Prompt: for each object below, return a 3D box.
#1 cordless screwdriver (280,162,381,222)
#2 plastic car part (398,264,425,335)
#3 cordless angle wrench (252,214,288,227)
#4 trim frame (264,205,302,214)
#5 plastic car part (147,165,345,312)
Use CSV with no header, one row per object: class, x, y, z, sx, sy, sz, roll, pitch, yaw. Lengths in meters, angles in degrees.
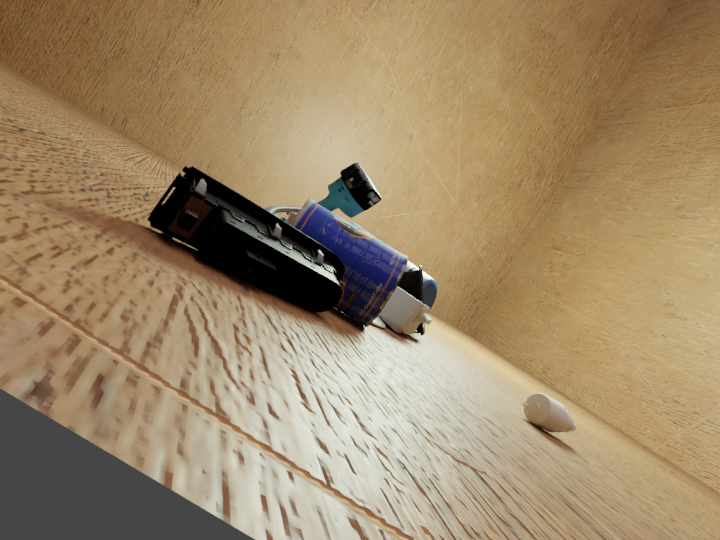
cordless screwdriver,-0.079,-0.122,0.921,0.077,0.250,0.153,62,7,16
plastic car part,0.076,0.051,0.733,0.072,0.117,0.064,-5,-7,12
cordless angle wrench,-0.215,-0.108,0.962,0.102,0.074,0.405,30,4,21
trim frame,-0.074,-0.048,0.755,0.256,0.027,0.180,34,33,14
plastic car part,-0.085,-0.014,0.391,0.192,0.066,0.071,30,11,-38
